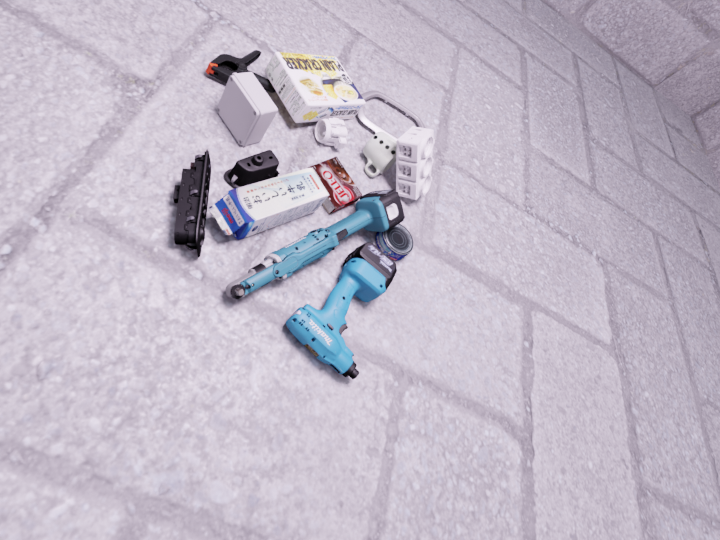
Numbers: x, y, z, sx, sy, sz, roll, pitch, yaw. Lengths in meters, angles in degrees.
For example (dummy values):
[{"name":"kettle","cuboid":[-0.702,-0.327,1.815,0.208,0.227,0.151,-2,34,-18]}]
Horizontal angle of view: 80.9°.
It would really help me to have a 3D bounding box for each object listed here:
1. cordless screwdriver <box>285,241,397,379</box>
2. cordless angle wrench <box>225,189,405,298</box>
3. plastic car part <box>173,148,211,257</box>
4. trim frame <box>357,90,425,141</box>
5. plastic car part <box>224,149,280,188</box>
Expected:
[{"name":"cordless screwdriver","cuboid":[-0.013,0.071,0.811,0.159,0.075,0.247,43,55,-3]},{"name":"cordless angle wrench","cuboid":[-0.082,-0.053,0.835,0.413,0.103,0.072,-33,114,-33]},{"name":"plastic car part","cuboid":[-0.304,-0.123,0.764,0.065,0.066,0.209,1,63,-20]},{"name":"trim frame","cuboid":[0.091,-0.409,1.172,0.241,0.028,0.187,27,53,-16]},{"name":"plastic car part","cuboid":[-0.211,-0.210,0.860,0.113,0.072,0.067,-29,81,-41]}]
